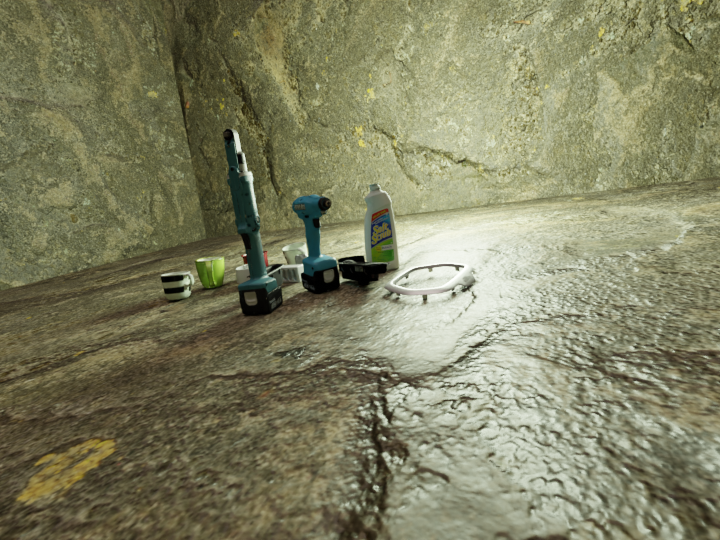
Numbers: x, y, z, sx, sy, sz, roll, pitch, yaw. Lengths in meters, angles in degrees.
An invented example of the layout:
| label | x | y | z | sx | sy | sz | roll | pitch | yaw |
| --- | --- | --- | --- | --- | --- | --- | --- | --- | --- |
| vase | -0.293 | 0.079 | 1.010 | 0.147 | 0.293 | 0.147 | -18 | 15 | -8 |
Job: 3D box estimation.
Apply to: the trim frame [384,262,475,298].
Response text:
| label | x | y | z | sx | sy | sz | roll | pitch | yaw |
| --- | --- | --- | --- | --- | --- | --- | --- | --- | --- |
| trim frame | 0.164 | 0.020 | 0.978 | 0.192 | 0.027 | 0.241 | -2 | 14 | 33 |

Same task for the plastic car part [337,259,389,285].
| label | x | y | z | sx | sy | sz | roll | pitch | yaw |
| --- | --- | --- | --- | --- | --- | --- | --- | --- | --- |
| plastic car part | 0.000 | 0.002 | 1.098 | 0.064 | 0.066 | 0.211 | -13 | 12 | -25 |

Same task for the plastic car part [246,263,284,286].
| label | x | y | z | sx | sy | sz | roll | pitch | yaw |
| --- | --- | --- | --- | --- | --- | --- | --- | --- | --- |
| plastic car part | -0.246 | 0.027 | 1.159 | 0.068 | 0.070 | 0.113 | -4 | 11 | 26 |

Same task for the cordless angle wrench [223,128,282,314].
| label | x | y | z | sx | sy | sz | roll | pitch | yaw |
| --- | --- | --- | --- | --- | --- | --- | --- | --- | --- |
| cordless angle wrench | -0.261 | -0.112 | 0.976 | 0.076 | 0.419 | 0.096 | -6 | 8 | 16 |

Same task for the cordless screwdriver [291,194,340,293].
| label | x | y | z | sx | sy | sz | roll | pitch | yaw |
| --- | --- | --- | --- | --- | --- | --- | --- | --- | --- |
| cordless screwdriver | -0.105 | -0.069 | 1.074 | 0.072 | 0.246 | 0.166 | -13 | 9 | -31 |
